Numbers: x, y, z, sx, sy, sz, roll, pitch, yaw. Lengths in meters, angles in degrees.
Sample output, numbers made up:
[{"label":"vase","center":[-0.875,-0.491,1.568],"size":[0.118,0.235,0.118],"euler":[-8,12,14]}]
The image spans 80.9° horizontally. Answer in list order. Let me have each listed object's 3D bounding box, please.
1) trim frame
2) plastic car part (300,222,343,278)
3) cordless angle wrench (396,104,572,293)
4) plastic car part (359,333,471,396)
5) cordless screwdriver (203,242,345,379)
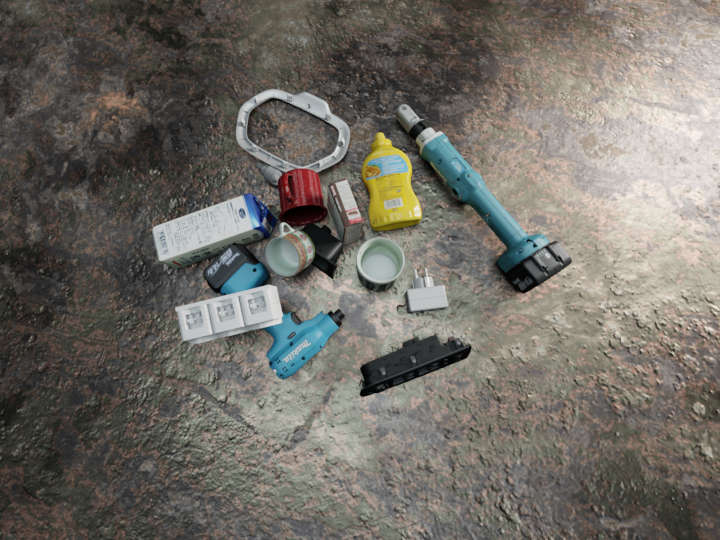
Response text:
[{"label":"trim frame","center":[-0.142,-0.290,0.868],"size":[0.255,0.027,0.184],"euler":[29,71,14]},{"label":"plastic car part","center":[-0.078,-0.051,0.799],"size":[0.120,0.064,0.070],"euler":[38,67,16]},{"label":"cordless angle wrench","center":[0.196,-0.155,0.778],"size":[0.074,0.095,0.437],"euler":[-32,72,-7]},{"label":"plastic car part","center":[0.083,0.157,0.724],"size":[0.203,0.064,0.069],"euler":[-26,67,-1]},{"label":"cordless screwdriver","center":[-0.158,0.053,0.772],"size":[0.159,0.073,0.254],"euler":[-41,80,-5]}]
